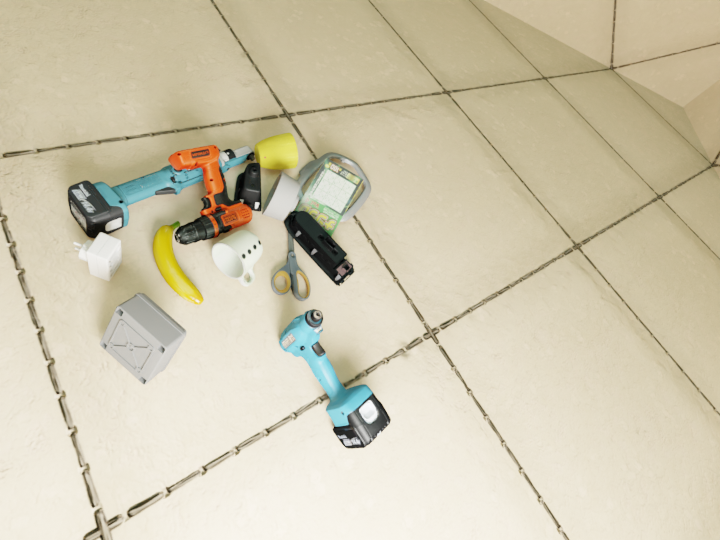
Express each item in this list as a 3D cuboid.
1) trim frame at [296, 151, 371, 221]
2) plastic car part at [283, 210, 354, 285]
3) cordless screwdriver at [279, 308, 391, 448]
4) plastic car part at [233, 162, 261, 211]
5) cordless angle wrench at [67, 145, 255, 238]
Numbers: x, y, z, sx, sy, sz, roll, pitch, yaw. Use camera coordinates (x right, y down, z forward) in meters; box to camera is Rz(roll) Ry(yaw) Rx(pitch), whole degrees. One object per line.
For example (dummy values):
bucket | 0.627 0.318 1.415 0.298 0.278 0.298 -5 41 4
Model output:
trim frame | -0.071 -0.221 1.101 0.184 0.027 0.248 35 54 0
plastic car part | -0.094 -0.061 0.959 0.206 0.067 0.065 45 63 8
cordless screwdriver | -0.046 0.188 0.760 0.072 0.160 0.254 -29 77 -37
plastic car part | -0.254 -0.205 0.983 0.064 0.071 0.120 9 60 -22
cordless angle wrench | -0.401 -0.201 0.920 0.100 0.074 0.414 47 51 8
